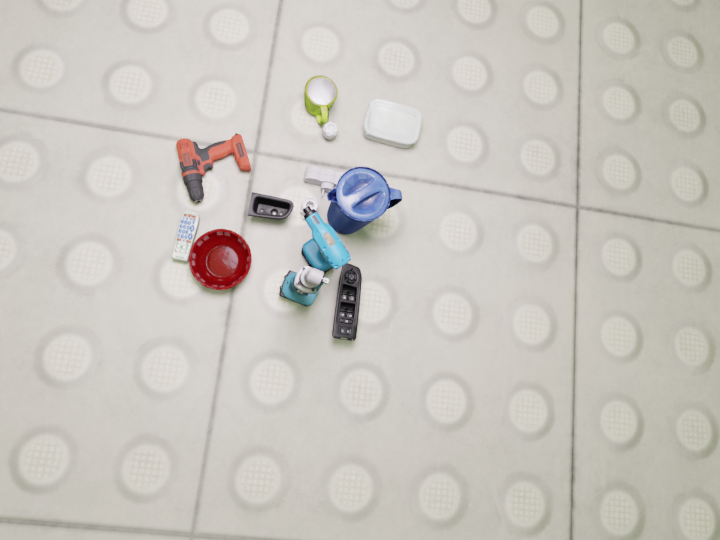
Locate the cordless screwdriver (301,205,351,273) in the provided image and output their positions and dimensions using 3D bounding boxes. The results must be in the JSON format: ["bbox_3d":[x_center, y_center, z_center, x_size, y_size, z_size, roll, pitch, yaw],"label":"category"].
[{"bbox_3d":[-0.104,-0.068,1.065,0.073,0.250,0.160,-32,90,-14],"label":"cordless screwdriver"}]

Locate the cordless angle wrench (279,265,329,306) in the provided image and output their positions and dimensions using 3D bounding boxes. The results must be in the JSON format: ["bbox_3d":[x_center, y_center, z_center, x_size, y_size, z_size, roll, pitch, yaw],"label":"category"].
[{"bbox_3d":[-0.127,0.030,0.957,0.097,0.426,0.074,23,80,-9],"label":"cordless angle wrench"}]

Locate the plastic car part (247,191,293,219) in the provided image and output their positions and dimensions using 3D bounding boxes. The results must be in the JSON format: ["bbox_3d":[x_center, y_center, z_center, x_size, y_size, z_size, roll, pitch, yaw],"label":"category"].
[{"bbox_3d":[-0.244,-0.166,1.155,0.115,0.071,0.066,10,81,-7],"label":"plastic car part"}]

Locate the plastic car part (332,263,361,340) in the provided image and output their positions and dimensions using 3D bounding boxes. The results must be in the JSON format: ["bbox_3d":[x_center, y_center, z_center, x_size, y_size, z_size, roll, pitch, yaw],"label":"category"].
[{"bbox_3d":[-0.037,0.083,1.141,0.065,0.067,0.205,9,80,-9],"label":"plastic car part"}]
